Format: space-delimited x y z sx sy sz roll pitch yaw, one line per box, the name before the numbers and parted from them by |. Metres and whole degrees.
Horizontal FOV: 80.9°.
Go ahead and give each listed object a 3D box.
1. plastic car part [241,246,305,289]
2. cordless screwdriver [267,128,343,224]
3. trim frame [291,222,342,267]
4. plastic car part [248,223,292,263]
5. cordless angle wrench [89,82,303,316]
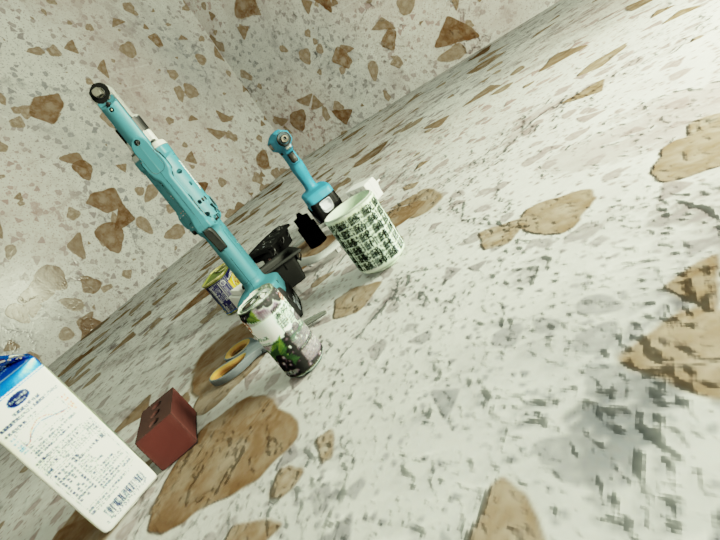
plastic car part | -0.144 0.018 0.741 0.115 0.069 0.068 -41 19 -16
cordless screwdriver | -0.130 -0.224 1.002 0.074 0.242 0.164 -37 17 -5
trim frame | -0.085 -0.056 0.869 0.182 0.027 0.259 -46 22 -25
plastic car part | -0.202 -0.062 1.013 0.067 0.065 0.206 -30 21 16
cordless angle wrench | -0.235 -0.083 0.615 0.074 0.411 0.100 -35 15 0
